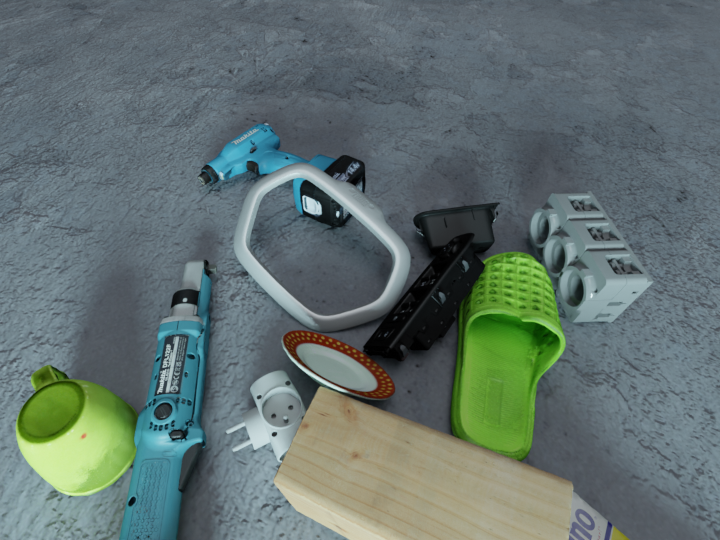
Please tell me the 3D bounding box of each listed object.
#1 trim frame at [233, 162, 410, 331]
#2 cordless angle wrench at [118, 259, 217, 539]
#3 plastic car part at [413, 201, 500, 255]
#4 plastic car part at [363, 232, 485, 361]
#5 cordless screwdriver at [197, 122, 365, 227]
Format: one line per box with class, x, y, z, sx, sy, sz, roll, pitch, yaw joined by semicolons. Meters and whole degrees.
trim frame;-0.054;-0.035;0.552;0.256;0.027;0.184;41;85;16
cordless angle wrench;-0.188;0.152;0.421;0.097;0.072;0.439;-5;49;-7
plastic car part;0.138;-0.048;0.597;0.116;0.064;0.073;-9;66;-4
plastic car part;0.091;0.034;0.510;0.067;0.067;0.202;38;67;-2
cordless screwdriver;-0.125;-0.146;0.664;0.260;0.072;0.157;28;56;25
